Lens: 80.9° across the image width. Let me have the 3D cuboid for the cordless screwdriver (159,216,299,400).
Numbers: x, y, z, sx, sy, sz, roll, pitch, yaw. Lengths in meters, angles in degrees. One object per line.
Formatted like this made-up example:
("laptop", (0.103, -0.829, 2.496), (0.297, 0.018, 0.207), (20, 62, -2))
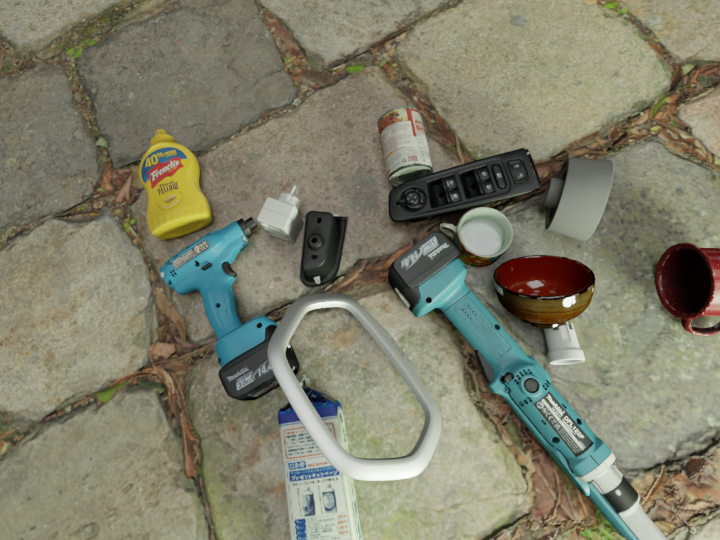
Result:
("cordless screwdriver", (-0.169, 0.045, 0.603), (0.159, 0.072, 0.259), (-35, 67, -4))

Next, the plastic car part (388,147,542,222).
("plastic car part", (0.139, -0.113, 0.608), (0.205, 0.065, 0.067), (-12, 79, 8))

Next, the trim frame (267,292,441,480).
("trim frame", (-0.006, 0.131, 0.521), (0.178, 0.027, 0.259), (-23, 62, -36))

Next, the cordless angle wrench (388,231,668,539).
("cordless angle wrench", (0.197, 0.140, 0.518), (0.098, 0.072, 0.436), (-36, 73, -5))

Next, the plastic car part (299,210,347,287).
("plastic car part", (-0.060, -0.039, 0.614), (0.067, 0.069, 0.118), (4, 70, 8))
